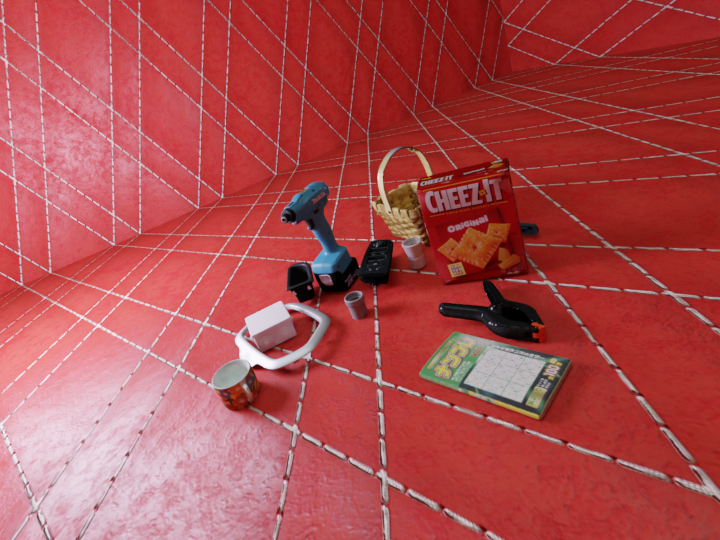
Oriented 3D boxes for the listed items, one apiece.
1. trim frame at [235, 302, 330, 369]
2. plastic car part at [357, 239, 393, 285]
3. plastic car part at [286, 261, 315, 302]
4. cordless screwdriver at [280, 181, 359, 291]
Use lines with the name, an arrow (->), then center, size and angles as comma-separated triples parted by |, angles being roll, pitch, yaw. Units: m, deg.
trim frame -> -0.167, 0.132, 0.877 | 0.181, 0.026, 0.262 | -35, 29, -27
plastic car part -> 0.045, -0.016, 0.962 | 0.068, 0.065, 0.205 | -14, 26, 15
plastic car part -> -0.134, 0.033, 0.996 | 0.066, 0.068, 0.120 | -20, 25, 0
cordless screwdriver -> -0.093, -0.061, 0.949 | 0.077, 0.241, 0.157 | -5, 27, 33
